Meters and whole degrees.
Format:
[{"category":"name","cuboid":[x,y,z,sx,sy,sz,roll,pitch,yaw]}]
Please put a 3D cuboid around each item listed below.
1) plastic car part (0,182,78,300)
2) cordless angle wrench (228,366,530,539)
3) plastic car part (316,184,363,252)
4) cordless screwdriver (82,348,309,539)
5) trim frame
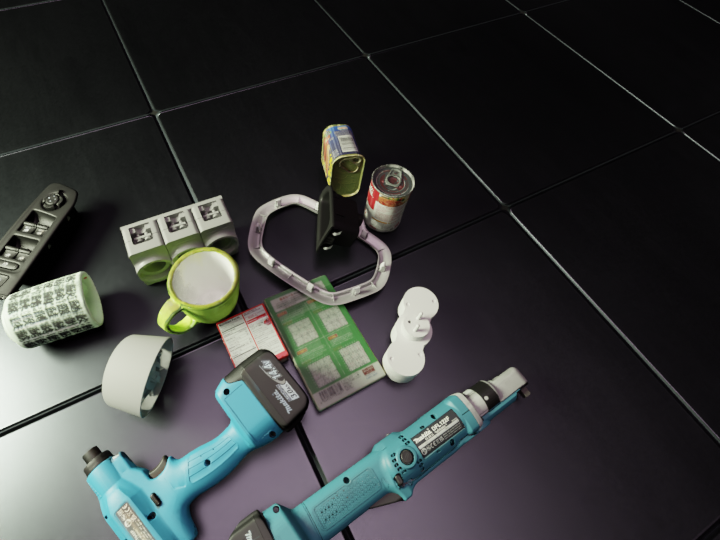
[{"category":"plastic car part","cuboid":[-0.489,-0.043,0.642,0.067,0.065,0.206,8,62,7]},{"category":"cordless angle wrench","cuboid":[0.049,0.232,0.511,0.414,0.073,0.102,-28,66,-22]},{"category":"plastic car part","cuboid":[-0.030,-0.084,0.680,0.069,0.066,0.120,17,47,-18]},{"category":"cordless screwdriver","cuboid":[-0.188,0.194,0.497,0.163,0.073,0.247,41,73,12]},{"category":"trim frame","cuboid":[-0.067,-0.044,0.687,0.257,0.027,0.182,31,54,16]}]
